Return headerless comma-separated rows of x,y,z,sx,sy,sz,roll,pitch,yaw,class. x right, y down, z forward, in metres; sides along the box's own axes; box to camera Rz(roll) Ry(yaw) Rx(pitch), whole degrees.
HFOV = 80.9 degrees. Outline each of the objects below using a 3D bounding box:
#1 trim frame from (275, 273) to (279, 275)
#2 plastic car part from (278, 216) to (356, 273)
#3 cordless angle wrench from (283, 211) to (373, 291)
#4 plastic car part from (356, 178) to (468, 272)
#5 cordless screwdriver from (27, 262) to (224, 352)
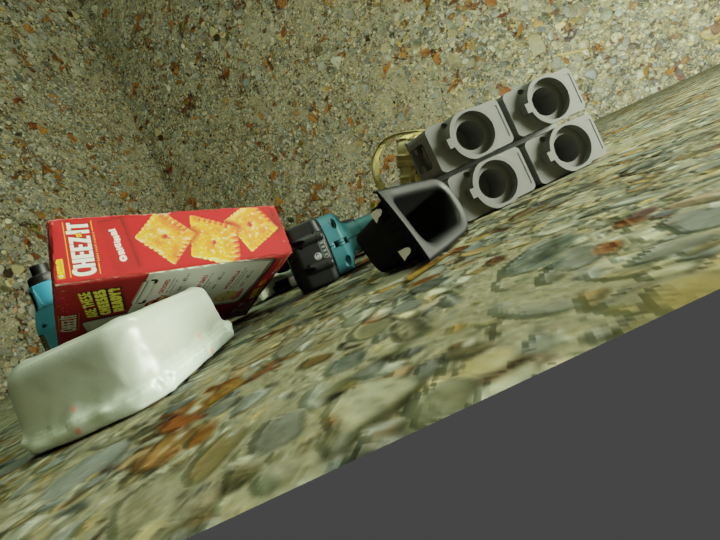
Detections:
-0.132,0.000,0.873,0.241,0.027,0.190,-28,6,-41,trim frame
-0.063,-0.041,0.639,0.201,0.067,0.067,-20,3,-7,plastic car part
0.106,-0.092,0.524,0.420,0.074,0.099,-24,4,-7,cordless angle wrench
0.040,-0.034,0.368,0.072,0.067,0.113,-40,-8,34,plastic car part
-0.287,0.037,0.558,0.077,0.159,0.242,-24,3,36,cordless screwdriver
